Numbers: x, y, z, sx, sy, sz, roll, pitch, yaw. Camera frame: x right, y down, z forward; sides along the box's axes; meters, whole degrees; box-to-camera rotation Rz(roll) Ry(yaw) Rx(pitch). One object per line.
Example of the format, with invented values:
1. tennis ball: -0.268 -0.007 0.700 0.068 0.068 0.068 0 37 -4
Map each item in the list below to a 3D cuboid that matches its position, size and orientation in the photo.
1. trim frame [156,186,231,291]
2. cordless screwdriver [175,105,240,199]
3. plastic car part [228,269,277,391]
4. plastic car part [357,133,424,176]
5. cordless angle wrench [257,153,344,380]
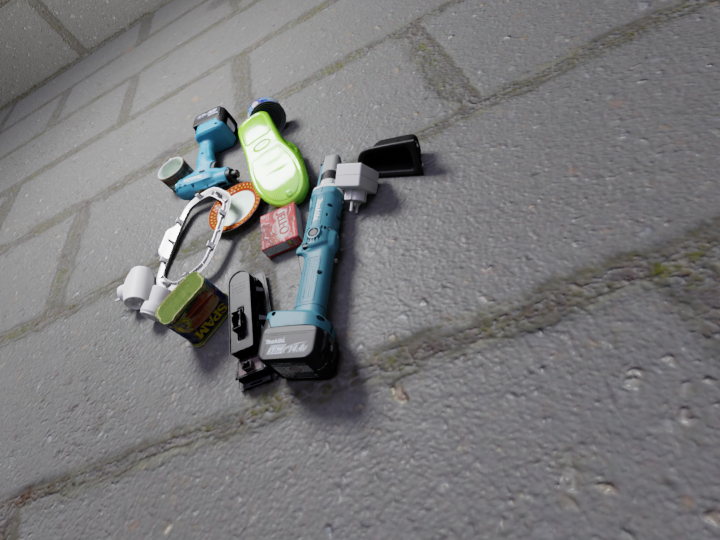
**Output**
1. trim frame: -0.343 -0.070 0.859 0.192 0.026 0.253 -10 59 34
2. cordless screwdriver: -0.341 -0.283 1.003 0.164 0.070 0.255 -13 56 20
3. plastic car part: -0.178 0.076 0.657 0.067 0.063 0.211 -30 45 15
4. plastic car part: 0.057 -0.206 0.738 0.122 0.063 0.071 5 44 35
5. cordless angle wrench: -0.066 -0.043 0.677 0.101 0.070 0.433 -11 51 21
